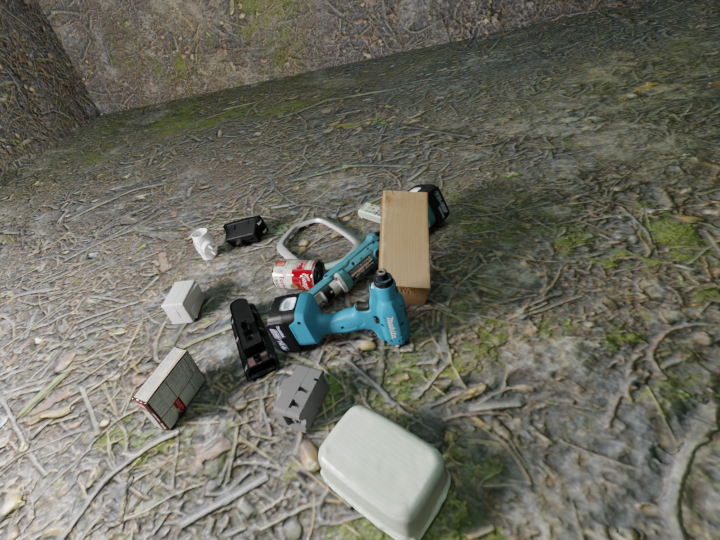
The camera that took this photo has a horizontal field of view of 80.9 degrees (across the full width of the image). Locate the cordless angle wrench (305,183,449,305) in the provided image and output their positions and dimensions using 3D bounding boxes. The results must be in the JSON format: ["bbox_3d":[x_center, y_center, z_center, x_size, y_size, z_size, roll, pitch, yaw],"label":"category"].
[{"bbox_3d":[0.025,-0.041,0.924,0.418,0.095,0.078,-41,23,-21],"label":"cordless angle wrench"}]

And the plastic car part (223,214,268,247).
[{"bbox_3d":[-0.316,-0.097,1.147,0.118,0.063,0.073,-13,51,10],"label":"plastic car part"}]

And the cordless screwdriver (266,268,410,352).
[{"bbox_3d":[-0.046,0.071,0.751,0.255,0.152,0.076,-6,37,17],"label":"cordless screwdriver"}]

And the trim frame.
[{"bbox_3d":[-0.103,-0.067,1.048,0.181,0.026,0.263,-34,39,-19],"label":"trim frame"}]

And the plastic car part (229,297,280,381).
[{"bbox_3d":[-0.224,0.121,0.837,0.066,0.064,0.214,-30,37,-7],"label":"plastic car part"}]
